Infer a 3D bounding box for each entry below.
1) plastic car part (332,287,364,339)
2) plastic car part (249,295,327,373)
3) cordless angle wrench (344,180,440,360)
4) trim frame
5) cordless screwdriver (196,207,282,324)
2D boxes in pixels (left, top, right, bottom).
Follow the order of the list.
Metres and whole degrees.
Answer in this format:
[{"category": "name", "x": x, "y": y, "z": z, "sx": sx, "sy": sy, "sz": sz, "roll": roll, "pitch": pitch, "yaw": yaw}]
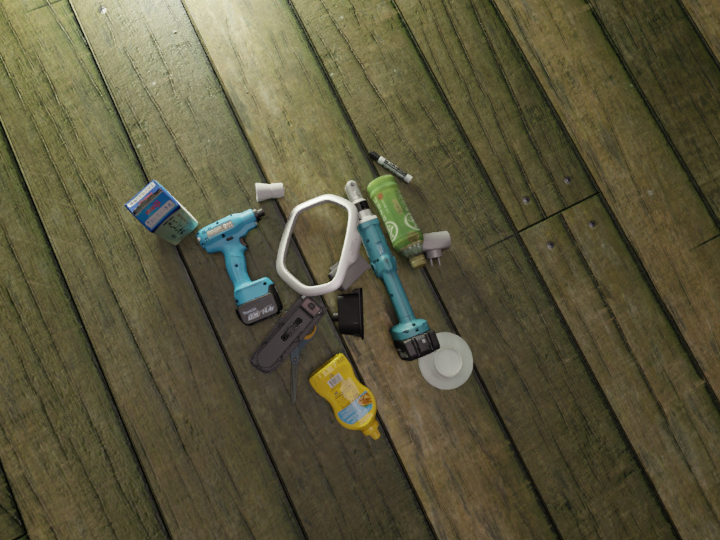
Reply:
[{"category": "plastic car part", "x": -0.027, "y": 0.097, "z": 0.952, "sx": 0.072, "sy": 0.065, "sz": 0.117, "roll": 1, "pitch": 86, "yaw": 8}, {"category": "plastic car part", "x": -0.158, "y": 0.142, "z": 0.916, "sx": 0.066, "sy": 0.068, "sz": 0.203, "roll": 41, "pitch": 86, "yaw": -5}, {"category": "cordless angle wrench", "x": 0.052, "y": -0.012, "z": 0.957, "sx": 0.073, "sy": 0.098, "sz": 0.429, "roll": -20, "pitch": 80, "yaw": -13}, {"category": "trim frame", "x": -0.093, "y": -0.061, "z": 0.947, "sx": 0.190, "sy": 0.026, "sz": 0.252, "roll": 5, "pitch": 68, "yaw": 18}, {"category": "cordless screwdriver", "x": -0.244, "y": -0.012, "z": 0.942, "sx": 0.158, "sy": 0.074, "sz": 0.253, "roll": -27, "pitch": 81, "yaw": -8}]
